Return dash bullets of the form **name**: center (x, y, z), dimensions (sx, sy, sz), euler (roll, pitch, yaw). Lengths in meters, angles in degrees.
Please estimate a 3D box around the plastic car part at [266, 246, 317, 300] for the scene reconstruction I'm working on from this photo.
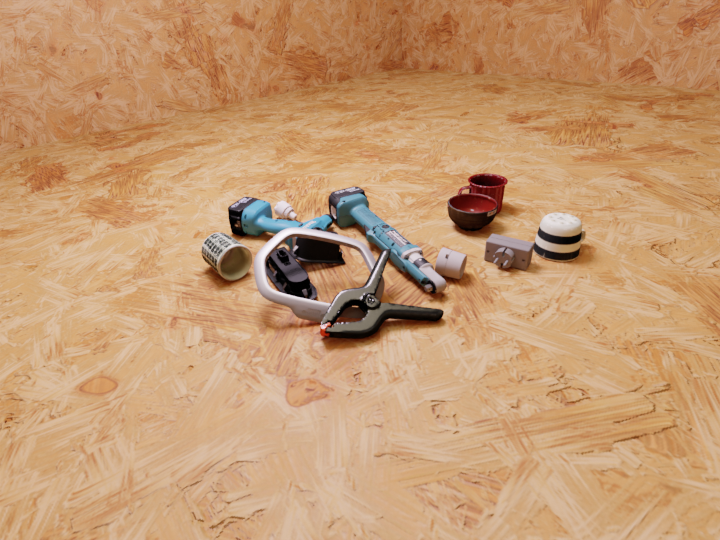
- **plastic car part**: center (-0.148, -0.001, 0.868), dimensions (0.064, 0.065, 0.214), euler (-12, 35, -26)

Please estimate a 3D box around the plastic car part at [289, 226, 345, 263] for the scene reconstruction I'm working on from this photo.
- **plastic car part**: center (-0.089, -0.058, 0.915), dimensions (0.113, 0.070, 0.069), euler (3, 28, -18)

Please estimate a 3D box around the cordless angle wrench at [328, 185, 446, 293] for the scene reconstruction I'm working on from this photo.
- **cordless angle wrench**: center (0.053, -0.075, 0.944), dimensions (0.096, 0.072, 0.447), euler (-18, 36, -20)

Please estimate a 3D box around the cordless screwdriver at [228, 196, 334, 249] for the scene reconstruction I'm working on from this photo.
- **cordless screwdriver**: center (-0.199, -0.125, 1.058), dimensions (0.260, 0.072, 0.157), euler (18, 38, 26)

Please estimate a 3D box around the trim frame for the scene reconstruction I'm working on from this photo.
- **trim frame**: center (-0.076, 0.006, 0.790), dimensions (0.246, 0.027, 0.188), euler (11, 58, -6)
